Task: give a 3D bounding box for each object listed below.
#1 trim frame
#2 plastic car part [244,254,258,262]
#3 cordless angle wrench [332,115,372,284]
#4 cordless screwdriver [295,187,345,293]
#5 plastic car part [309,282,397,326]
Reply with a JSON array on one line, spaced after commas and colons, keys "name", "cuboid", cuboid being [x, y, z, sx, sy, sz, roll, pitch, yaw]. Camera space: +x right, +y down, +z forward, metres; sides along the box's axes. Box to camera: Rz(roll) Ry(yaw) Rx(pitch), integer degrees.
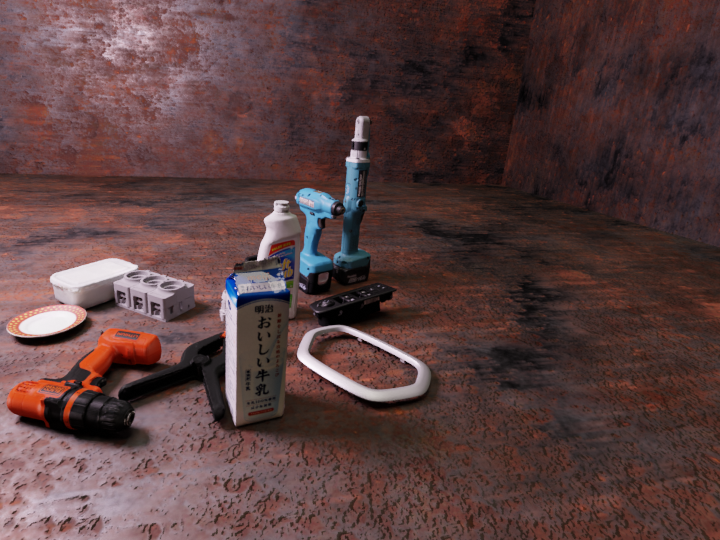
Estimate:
[{"name": "trim frame", "cuboid": [0.002, 0.158, 0.747, 0.262, 0.027, 0.178, 18, 25, 34]}, {"name": "plastic car part", "cuboid": [-0.246, -0.002, 1.076, 0.070, 0.070, 0.112, 19, 25, 36]}, {"name": "cordless angle wrench", "cuboid": [-0.013, -0.174, 1.080, 0.094, 0.416, 0.079, -8, 22, -36]}, {"name": "cordless screwdriver", "cuboid": [-0.100, -0.065, 1.018, 0.071, 0.244, 0.168, -9, 23, -38]}, {"name": "plastic car part", "cuboid": [-0.020, 0.075, 0.911, 0.195, 0.066, 0.070, -10, 24, -32]}]
